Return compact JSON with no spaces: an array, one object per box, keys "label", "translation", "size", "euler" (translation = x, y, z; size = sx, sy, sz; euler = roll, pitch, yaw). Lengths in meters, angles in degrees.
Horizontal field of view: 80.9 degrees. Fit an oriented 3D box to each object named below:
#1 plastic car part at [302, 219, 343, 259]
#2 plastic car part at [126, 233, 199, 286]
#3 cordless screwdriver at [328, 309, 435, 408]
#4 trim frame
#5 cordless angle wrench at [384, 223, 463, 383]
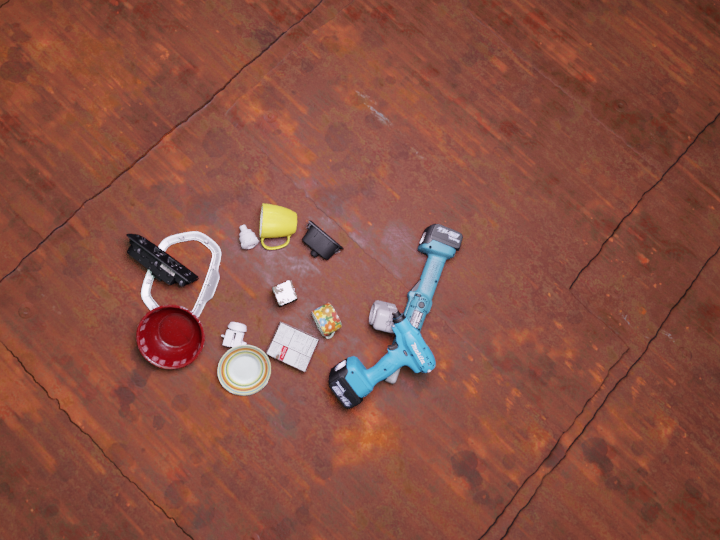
[{"label":"plastic car part","translation":[-0.109,-0.072,1.119],"size":[0.117,0.066,0.071],"euler":[43,94,0]},{"label":"plastic car part","translation":[-0.507,-0.020,1.063],"size":[0.204,0.066,0.067],"euler":[40,105,3]},{"label":"cordless screwdriver","translation":[0.035,0.212,1.012],"size":[0.251,0.074,0.158],"euler":[-30,96,10]},{"label":"trim frame","translation":[-0.460,0.016,1.095],"size":[0.184,0.027,0.250],"euler":[18,77,-1]},{"label":"cordless angle wrench","translation":[0.150,0.087,1.096],"size":[0.098,0.074,0.424],"euler":[22,81,-1]}]
